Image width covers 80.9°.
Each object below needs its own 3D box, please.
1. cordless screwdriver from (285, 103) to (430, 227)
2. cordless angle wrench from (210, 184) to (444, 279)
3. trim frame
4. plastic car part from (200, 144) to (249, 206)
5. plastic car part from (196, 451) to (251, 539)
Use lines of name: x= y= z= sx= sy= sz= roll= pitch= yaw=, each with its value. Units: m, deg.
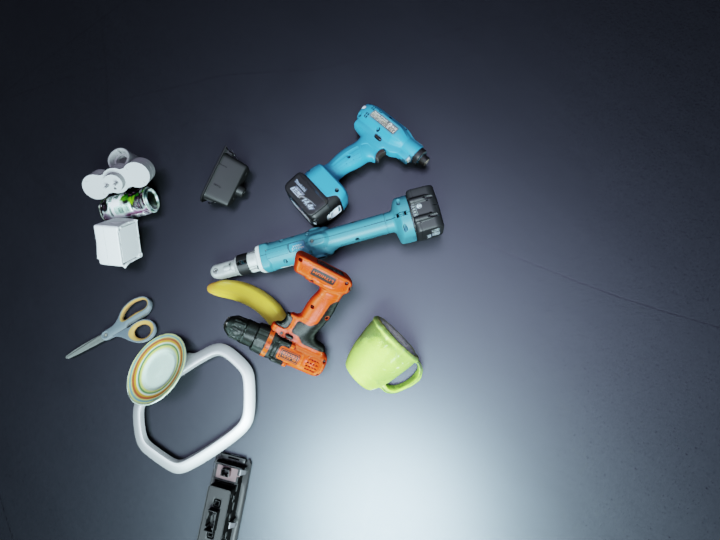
cordless screwdriver: x=-0.006 y=-0.178 z=0.775 sx=0.164 sy=0.072 sz=0.248 roll=43 pitch=84 yaw=16
cordless angle wrench: x=-0.073 y=-0.048 z=0.749 sx=0.429 sy=0.095 sz=0.075 roll=-15 pitch=80 yaw=11
trim frame: x=-0.296 y=0.241 z=0.755 sx=0.249 sy=0.027 sz=0.189 roll=-35 pitch=74 yaw=3
plastic car part: x=-0.258 y=-0.174 z=0.834 sx=0.071 sy=0.066 sz=0.117 roll=22 pitch=85 yaw=-2
plastic car part: x=-0.231 y=0.414 z=0.685 sx=0.067 sy=0.066 sz=0.204 roll=8 pitch=81 yaw=3
